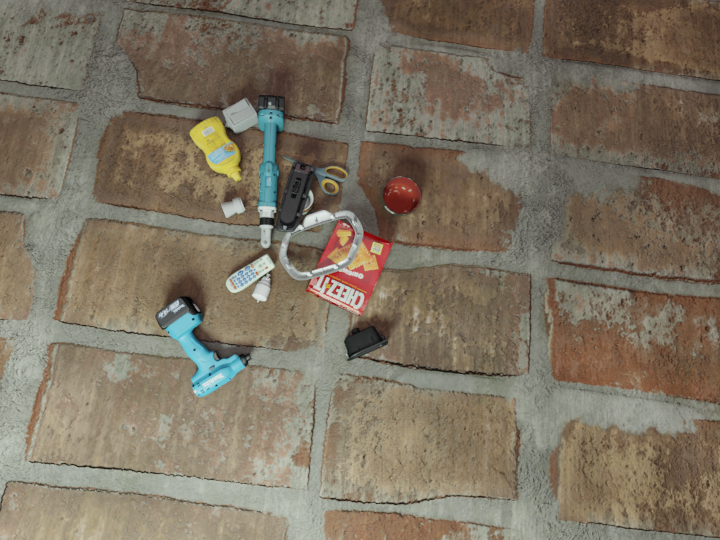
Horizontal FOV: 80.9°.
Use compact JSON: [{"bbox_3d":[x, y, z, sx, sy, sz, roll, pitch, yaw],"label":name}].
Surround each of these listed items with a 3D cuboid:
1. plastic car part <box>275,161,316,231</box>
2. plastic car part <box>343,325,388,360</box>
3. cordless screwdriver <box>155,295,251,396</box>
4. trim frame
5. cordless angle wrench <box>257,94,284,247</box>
[{"bbox_3d":[-0.173,-0.198,1.126,0.065,0.068,0.204,16,82,-8],"label":"plastic car part"},{"bbox_3d":[0.006,0.185,1.117,0.116,0.064,0.073,-20,68,-4],"label":"plastic car part"},{"bbox_3d":[-0.404,0.178,1.088,0.158,0.074,0.250,-31,86,-9],"label":"cordless screwdriver"},{"bbox_3d":[-0.109,-0.072,1.119,0.255,0.026,0.189,-17,62,21],"label":"trim frame"},{"bbox_3d":[-0.255,-0.273,1.177,0.073,0.098,0.426,2,82,-9],"label":"cordless angle wrench"}]
